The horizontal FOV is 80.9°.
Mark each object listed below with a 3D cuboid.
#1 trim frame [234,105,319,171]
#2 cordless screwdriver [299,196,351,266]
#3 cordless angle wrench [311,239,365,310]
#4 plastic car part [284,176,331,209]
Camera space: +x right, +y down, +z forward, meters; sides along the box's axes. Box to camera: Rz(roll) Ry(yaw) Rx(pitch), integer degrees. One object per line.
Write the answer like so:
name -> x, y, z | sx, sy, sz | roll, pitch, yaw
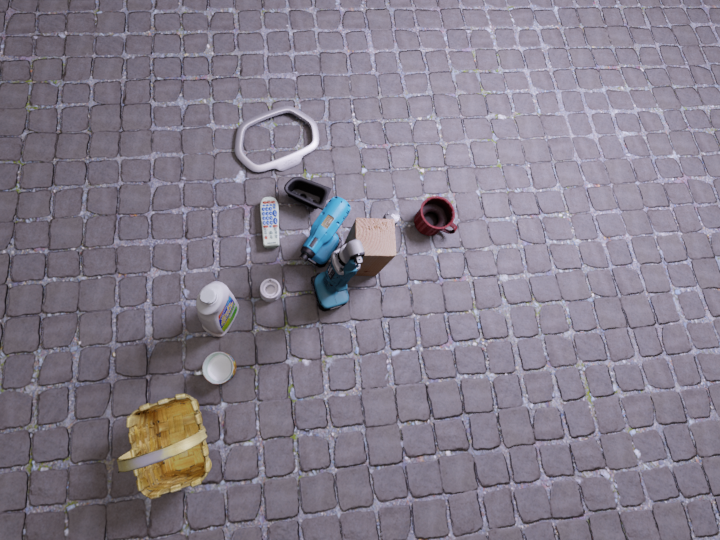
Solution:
trim frame -> -0.237, -0.371, 1.197 | 0.245, 0.027, 0.188 | -26, 77, -12
cordless screwdriver -> -0.098, -0.064, 1.003 | 0.075, 0.248, 0.159 | 33, 73, -1
cordless angle wrench -> -0.046, 0.008, 0.895 | 0.073, 0.421, 0.100 | -15, 80, -14
plastic car part -> -0.146, -0.202, 1.132 | 0.117, 0.070, 0.066 | 22, 73, 0
